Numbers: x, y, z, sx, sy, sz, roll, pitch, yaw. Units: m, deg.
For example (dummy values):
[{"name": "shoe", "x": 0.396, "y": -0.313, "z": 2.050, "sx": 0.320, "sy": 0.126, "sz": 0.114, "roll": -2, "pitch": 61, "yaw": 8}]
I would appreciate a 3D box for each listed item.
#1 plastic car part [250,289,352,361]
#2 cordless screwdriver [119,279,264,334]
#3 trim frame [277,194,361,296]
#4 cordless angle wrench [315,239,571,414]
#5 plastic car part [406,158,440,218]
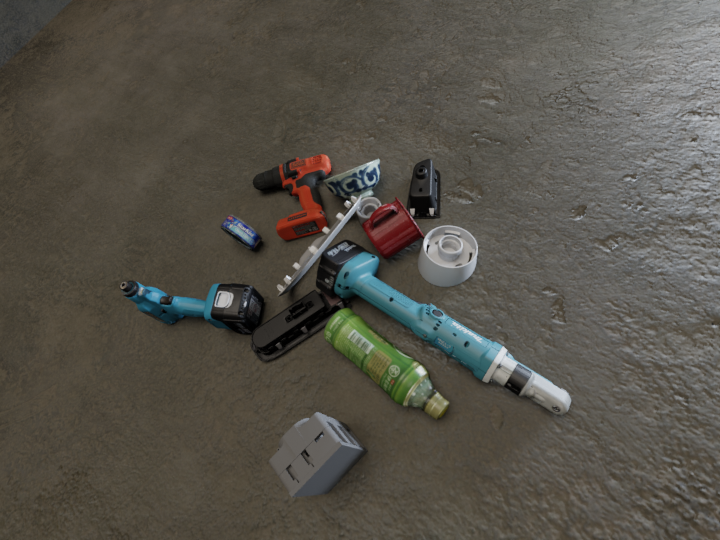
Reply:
[{"name": "plastic car part", "x": -0.118, "y": 0.093, "z": 0.771, "sx": 0.203, "sy": 0.064, "sz": 0.069, "roll": -36, "pitch": 65, "yaw": 2}, {"name": "cordless screwdriver", "x": -0.321, "y": 0.061, "z": 0.806, "sx": 0.256, "sy": 0.152, "sz": 0.076, "roll": 1, "pitch": 64, "yaw": 18}, {"name": "trim frame", "x": -0.076, "y": -0.050, "z": 0.780, "sx": 0.027, "sy": 0.186, "sz": 0.248, "roll": 38, "pitch": 75, "yaw": -8}, {"name": "cordless angle wrench", "x": 0.113, "y": 0.086, "z": 0.674, "sx": 0.443, "sy": 0.073, "sz": 0.095, "roll": 31, "pitch": 38, "yaw": 26}, {"name": "plastic car part", "x": 0.120, "y": -0.165, "z": 0.814, "sx": 0.068, "sy": 0.068, "sz": 0.118, "roll": 1, "pitch": 66, "yaw": 18}]
